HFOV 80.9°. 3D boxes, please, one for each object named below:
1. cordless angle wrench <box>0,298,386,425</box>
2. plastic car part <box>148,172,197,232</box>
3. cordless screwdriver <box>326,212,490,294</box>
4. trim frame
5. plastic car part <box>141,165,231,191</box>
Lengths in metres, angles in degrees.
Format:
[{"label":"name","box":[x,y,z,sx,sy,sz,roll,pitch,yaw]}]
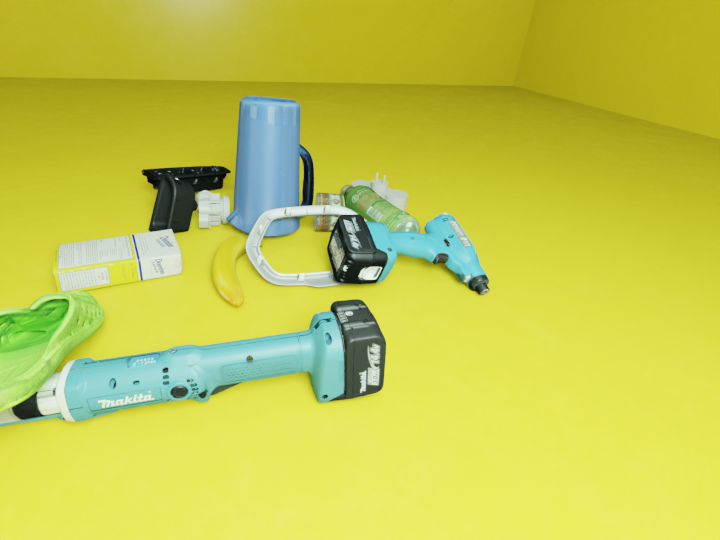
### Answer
[{"label":"cordless angle wrench","box":[-0.186,0.109,0.444,0.416,0.095,0.077,-7,29,-11]},{"label":"plastic car part","box":[-0.339,-0.117,0.787,0.069,0.116,0.067,27,13,32]},{"label":"cordless screwdriver","box":[0.080,-0.020,0.677,0.241,0.073,0.167,-5,50,-23]},{"label":"trim frame","box":[-0.070,-0.046,0.721,0.241,0.027,0.192,-5,53,-20]},{"label":"plastic car part","box":[-0.379,-0.202,0.949,0.070,0.065,0.196,19,29,34]}]
